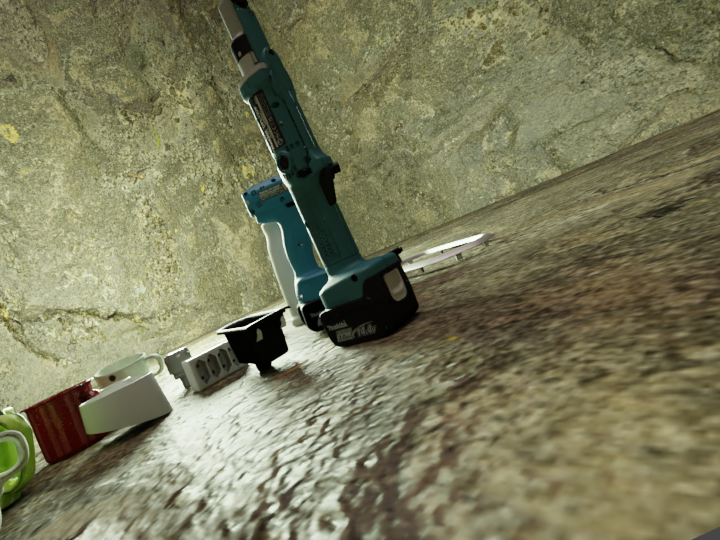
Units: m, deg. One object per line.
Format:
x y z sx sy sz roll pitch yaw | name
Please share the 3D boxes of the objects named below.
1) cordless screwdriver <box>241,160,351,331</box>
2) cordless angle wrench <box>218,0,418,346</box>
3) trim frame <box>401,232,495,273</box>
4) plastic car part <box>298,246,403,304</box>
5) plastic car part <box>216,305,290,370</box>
-0.064 -0.042 0.657 0.158 0.250 0.074 -24 -2 -5 | cordless screwdriver
-0.068 -0.125 0.484 0.101 0.424 0.072 -26 -3 41 | cordless angle wrench
0.147 -0.027 0.832 0.179 0.027 0.255 -26 4 -33 | trim frame
-0.011 0.028 0.745 0.203 0.067 0.066 -24 0 1 | plastic car part
-0.133 0.094 0.547 0.064 0.071 0.120 -25 1 -40 | plastic car part
